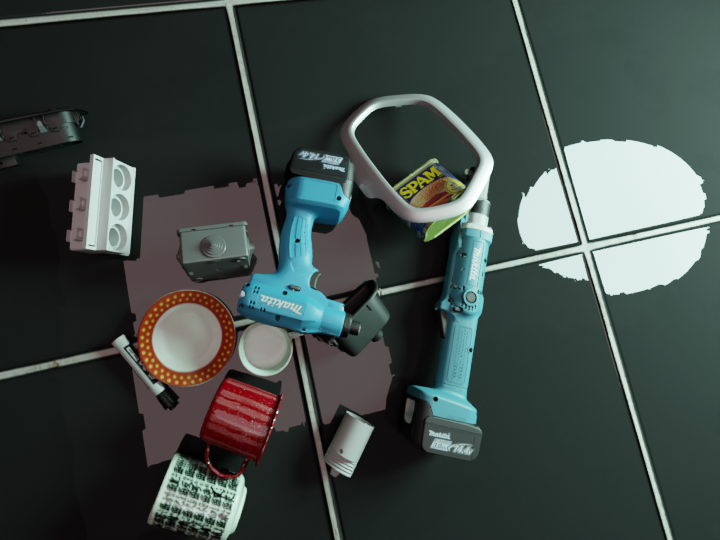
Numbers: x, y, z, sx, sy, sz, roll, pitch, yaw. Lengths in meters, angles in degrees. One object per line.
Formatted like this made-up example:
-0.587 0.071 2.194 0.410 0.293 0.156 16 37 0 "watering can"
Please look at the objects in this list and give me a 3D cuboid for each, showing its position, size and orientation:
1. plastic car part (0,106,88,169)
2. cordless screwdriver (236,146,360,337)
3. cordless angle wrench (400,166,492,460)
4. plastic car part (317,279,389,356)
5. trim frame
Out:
-0.471 -0.176 0.570 0.200 0.068 0.066 -22 98 -11 "plastic car part"
-0.057 -0.037 0.579 0.159 0.073 0.251 14 71 -1 "cordless screwdriver"
0.148 0.043 0.626 0.097 0.075 0.426 14 78 -9 "cordless angle wrench"
0.000 0.077 0.607 0.115 0.068 0.069 -40 107 -15 "plastic car part"
0.075 -0.173 0.621 0.183 0.026 0.259 -30 65 -7 "trim frame"
